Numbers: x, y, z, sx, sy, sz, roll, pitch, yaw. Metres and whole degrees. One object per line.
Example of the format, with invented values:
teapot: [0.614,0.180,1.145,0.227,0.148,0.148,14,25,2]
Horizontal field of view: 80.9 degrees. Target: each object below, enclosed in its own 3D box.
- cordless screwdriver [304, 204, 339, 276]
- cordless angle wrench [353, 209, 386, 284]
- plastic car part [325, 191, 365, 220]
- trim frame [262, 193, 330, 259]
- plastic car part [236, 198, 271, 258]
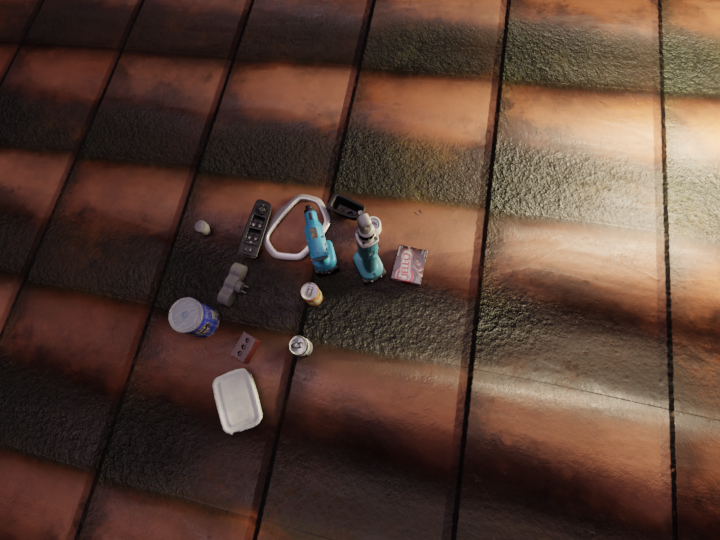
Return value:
cordless screwdriver: [-0.121,-0.079,1.238,0.074,0.242,0.163,-14,73,-1]
cordless angle wrench: [0.019,-0.057,1.121,0.074,0.412,0.101,-26,75,-4]
plastic car part: [-0.043,-0.193,1.355,0.120,0.069,0.066,26,77,14]
trim frame: [-0.210,-0.142,1.384,0.190,0.027,0.248,33,79,16]
plastic car part: [-0.336,-0.133,1.379,0.067,0.065,0.205,10,74,8]
